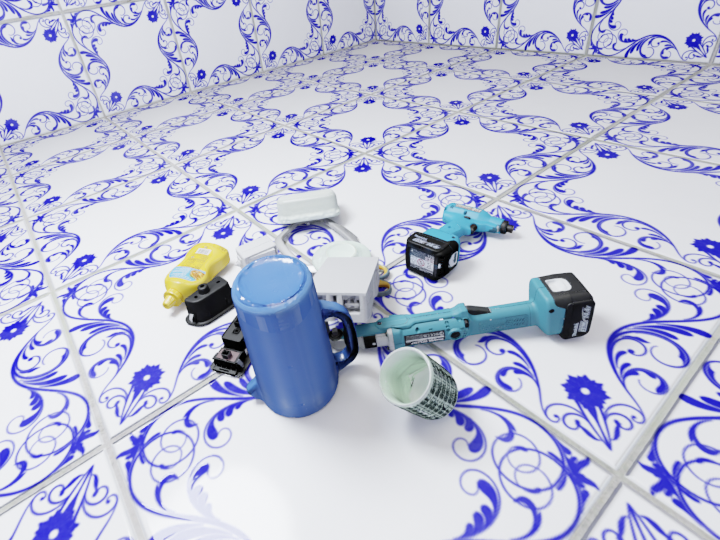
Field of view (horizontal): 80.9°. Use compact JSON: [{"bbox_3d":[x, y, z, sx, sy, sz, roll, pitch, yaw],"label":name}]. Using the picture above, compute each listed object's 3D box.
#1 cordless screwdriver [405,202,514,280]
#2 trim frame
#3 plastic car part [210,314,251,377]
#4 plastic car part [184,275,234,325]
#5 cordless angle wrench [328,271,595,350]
[{"bbox_3d":[0.215,-0.069,0.917,0.168,0.072,0.244,20,41,32],"label":"cordless screwdriver"},{"bbox_3d":[-0.098,-0.064,1.007,0.180,0.026,0.263,-26,39,-21],"label":"trim frame"},{"bbox_3d":[-0.209,0.098,0.790,0.069,0.064,0.203,0,35,21],"label":"plastic car part"},{"bbox_3d":[-0.304,0.054,0.854,0.070,0.068,0.114,22,42,35],"label":"plastic car part"},{"bbox_3d":[0.155,0.088,0.716,0.426,0.094,0.077,-10,36,5],"label":"cordless angle wrench"}]
